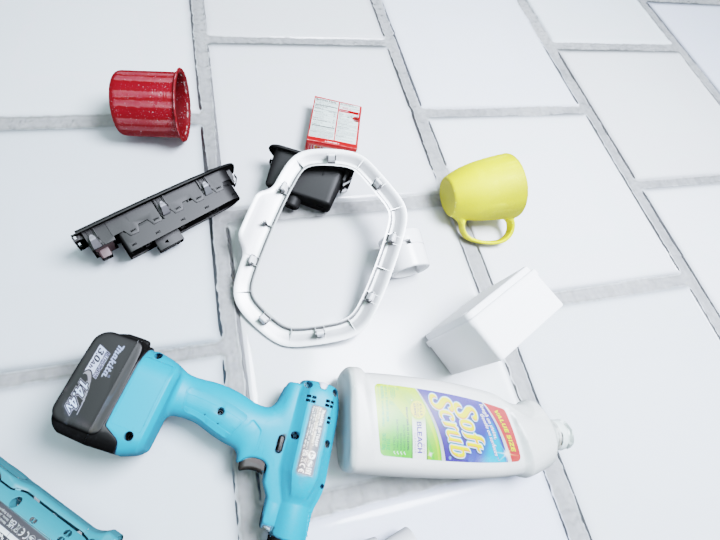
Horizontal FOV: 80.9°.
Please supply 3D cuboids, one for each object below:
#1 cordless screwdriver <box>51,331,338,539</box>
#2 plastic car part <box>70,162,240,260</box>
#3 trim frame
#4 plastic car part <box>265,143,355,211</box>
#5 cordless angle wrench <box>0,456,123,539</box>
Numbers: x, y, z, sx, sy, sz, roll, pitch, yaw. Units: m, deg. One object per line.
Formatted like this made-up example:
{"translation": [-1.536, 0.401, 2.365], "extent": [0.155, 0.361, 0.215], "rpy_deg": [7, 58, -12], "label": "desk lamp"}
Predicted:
{"translation": [-0.150, 0.160, 0.394], "extent": [0.246, 0.074, 0.162], "rpy_deg": [17, 62, -7], "label": "cordless screwdriver"}
{"translation": [-0.224, -0.066, 0.499], "extent": [0.200, 0.067, 0.067], "rpy_deg": [-39, 88, -25], "label": "plastic car part"}
{"translation": [-0.049, -0.032, 0.498], "extent": [0.186, 0.027, 0.249], "rpy_deg": [21, 81, 5], "label": "trim frame"}
{"translation": [-0.074, -0.113, 0.557], "extent": [0.116, 0.065, 0.071], "rpy_deg": [16, 77, -1], "label": "plastic car part"}
{"translation": [-0.235, 0.237, 0.341], "extent": [0.430, 0.073, 0.098], "rpy_deg": [30, 62, 8], "label": "cordless angle wrench"}
